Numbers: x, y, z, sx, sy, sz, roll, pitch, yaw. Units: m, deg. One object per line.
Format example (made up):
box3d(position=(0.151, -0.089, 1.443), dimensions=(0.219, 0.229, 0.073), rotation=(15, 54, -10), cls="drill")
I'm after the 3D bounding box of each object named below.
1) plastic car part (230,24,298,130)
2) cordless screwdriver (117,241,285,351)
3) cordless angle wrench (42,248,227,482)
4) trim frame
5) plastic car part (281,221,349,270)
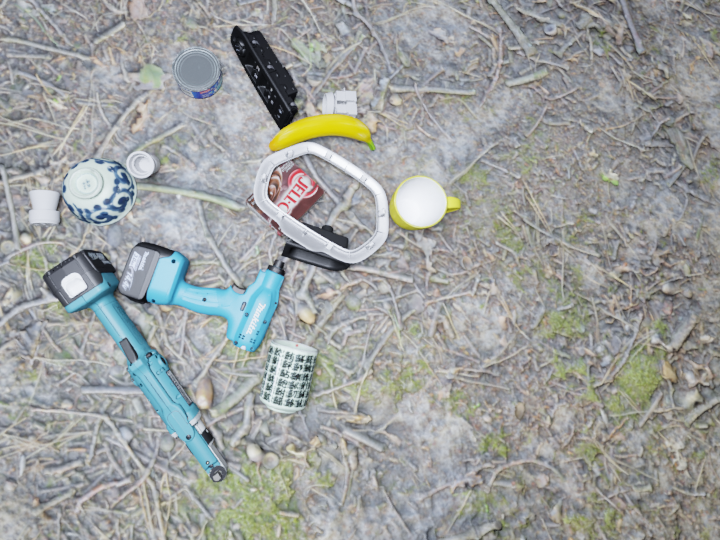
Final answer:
box3d(position=(-0.167, -0.359, 0.765), dimensions=(0.066, 0.067, 0.204), rotation=(-34, 87, -18), cls="plastic car part")
box3d(position=(-0.257, 0.018, 0.708), dimensions=(0.246, 0.075, 0.159), rotation=(23, 82, -6), cls="cordless screwdriver")
box3d(position=(-0.342, 0.160, 0.680), dimensions=(0.074, 0.099, 0.422), rotation=(-35, 91, -9), cls="cordless angle wrench")
box3d(position=(-0.061, -0.119, 0.720), dimensions=(0.247, 0.028, 0.184), rotation=(33, 70, -3), cls="trim frame")
box3d(position=(-0.072, -0.047, 0.739), dimensions=(0.115, 0.066, 0.072), rotation=(15, 69, -8), cls="plastic car part")
